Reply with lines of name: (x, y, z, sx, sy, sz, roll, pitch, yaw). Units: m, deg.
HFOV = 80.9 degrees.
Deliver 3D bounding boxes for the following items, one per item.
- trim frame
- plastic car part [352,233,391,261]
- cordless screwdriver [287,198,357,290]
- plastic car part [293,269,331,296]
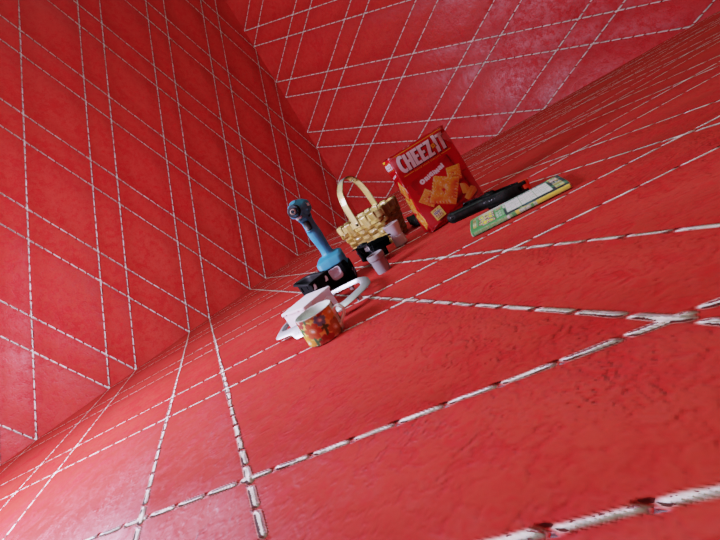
trim frame: (-0.077, 0.081, 0.886, 0.255, 0.027, 0.182, -26, 11, 31)
plastic car part: (0.031, -0.053, 1.097, 0.066, 0.066, 0.207, -33, 9, -12)
cordless screwdriver: (-0.103, -0.067, 1.053, 0.075, 0.247, 0.159, -31, 5, 7)
plastic car part: (-0.112, 0.046, 1.039, 0.065, 0.070, 0.120, -35, 9, -28)
